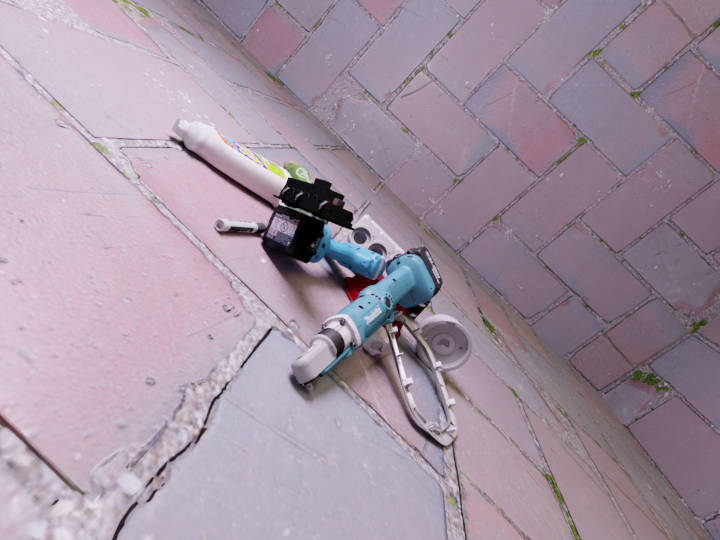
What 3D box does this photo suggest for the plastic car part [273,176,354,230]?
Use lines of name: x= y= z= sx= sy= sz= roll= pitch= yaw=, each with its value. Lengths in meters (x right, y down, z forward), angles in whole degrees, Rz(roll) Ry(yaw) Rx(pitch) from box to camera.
plastic car part: x=-0.083 y=-0.119 z=0.691 sx=0.063 sy=0.067 sz=0.214 roll=10 pitch=7 yaw=-36

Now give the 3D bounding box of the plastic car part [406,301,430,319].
plastic car part: x=0.094 y=0.057 z=0.998 sx=0.068 sy=0.066 sz=0.122 roll=-7 pitch=49 yaw=-52

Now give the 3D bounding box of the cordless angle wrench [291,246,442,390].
cordless angle wrench: x=0.022 y=0.058 z=0.656 sx=0.412 sy=0.076 sz=0.098 roll=-31 pitch=96 yaw=-57

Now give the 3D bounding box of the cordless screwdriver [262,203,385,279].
cordless screwdriver: x=-0.077 y=-0.050 z=0.786 sx=0.168 sy=0.074 sz=0.235 roll=25 pitch=2 yaw=39

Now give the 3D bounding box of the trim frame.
trim frame: x=0.102 y=0.169 z=0.720 sx=0.174 sy=0.028 sz=0.258 roll=36 pitch=29 yaw=-36
